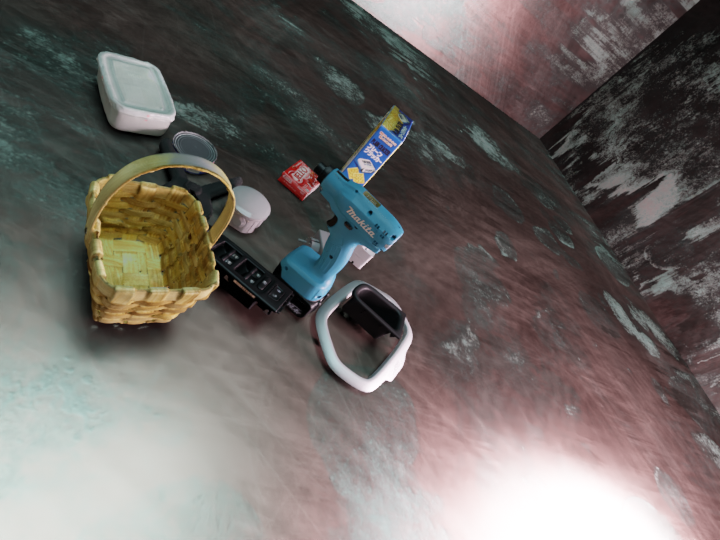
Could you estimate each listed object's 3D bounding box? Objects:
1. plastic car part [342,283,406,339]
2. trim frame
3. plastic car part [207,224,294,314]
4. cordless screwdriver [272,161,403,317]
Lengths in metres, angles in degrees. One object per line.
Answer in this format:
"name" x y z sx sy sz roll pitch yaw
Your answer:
"plastic car part" 0.016 0.081 0.779 0.115 0.071 0.066 38 37 -7
"trim frame" 0.012 0.114 0.779 0.186 0.028 0.243 46 37 5
"plastic car part" -0.203 -0.002 0.665 0.203 0.068 0.066 43 37 0
"cordless screwdriver" -0.066 -0.043 0.677 0.160 0.251 0.073 47 37 1
